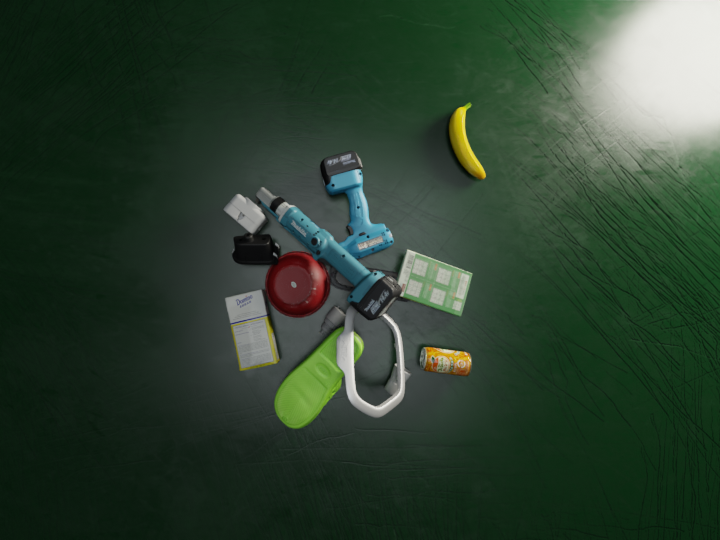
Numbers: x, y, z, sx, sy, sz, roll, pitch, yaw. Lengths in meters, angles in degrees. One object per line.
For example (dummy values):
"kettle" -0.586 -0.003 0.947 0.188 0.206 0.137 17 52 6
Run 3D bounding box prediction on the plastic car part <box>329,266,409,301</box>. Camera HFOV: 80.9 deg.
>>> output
"plastic car part" 0.023 0.028 0.998 0.205 0.066 0.066 10 93 6

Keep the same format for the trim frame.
"trim frame" 0.026 0.187 0.922 0.175 0.028 0.254 16 61 -33

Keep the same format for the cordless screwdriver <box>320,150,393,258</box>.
"cordless screwdriver" -0.037 -0.148 1.011 0.159 0.074 0.249 -20 89 0

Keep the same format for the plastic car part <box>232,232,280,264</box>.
"plastic car part" -0.253 -0.057 1.002 0.117 0.069 0.068 1 42 1

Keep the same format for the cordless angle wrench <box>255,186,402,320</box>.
"cordless angle wrench" -0.095 -0.062 0.968 0.439 0.071 0.098 42 105 20
